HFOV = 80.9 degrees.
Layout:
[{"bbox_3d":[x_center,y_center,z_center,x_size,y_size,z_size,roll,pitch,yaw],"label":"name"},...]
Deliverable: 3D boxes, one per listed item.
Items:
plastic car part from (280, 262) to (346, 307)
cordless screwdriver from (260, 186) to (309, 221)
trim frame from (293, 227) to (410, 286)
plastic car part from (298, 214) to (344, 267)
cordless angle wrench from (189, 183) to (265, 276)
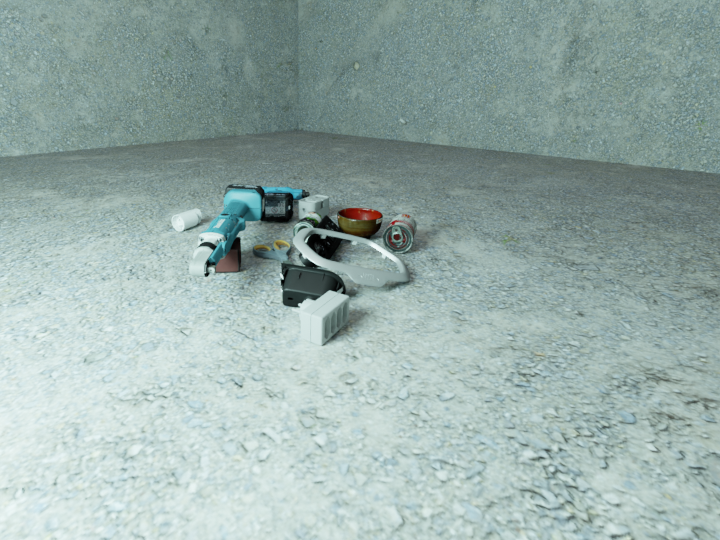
[{"bbox_3d":[-0.088,0.038,0.721,0.119,0.064,0.072,9,38,9],"label":"plastic car part"},{"bbox_3d":[-0.227,-0.210,1.261,0.158,0.073,0.256,-2,20,-8],"label":"cordless screwdriver"},{"bbox_3d":[-0.016,-0.028,0.821,0.238,0.027,0.193,11,24,-27],"label":"trim frame"},{"bbox_3d":[-0.090,-0.059,0.924,0.068,0.065,0.204,-33,14,16],"label":"plastic car part"},{"bbox_3d":[-0.271,-0.089,0.858,0.098,0.073,0.433,2,25,-4],"label":"cordless angle wrench"}]
